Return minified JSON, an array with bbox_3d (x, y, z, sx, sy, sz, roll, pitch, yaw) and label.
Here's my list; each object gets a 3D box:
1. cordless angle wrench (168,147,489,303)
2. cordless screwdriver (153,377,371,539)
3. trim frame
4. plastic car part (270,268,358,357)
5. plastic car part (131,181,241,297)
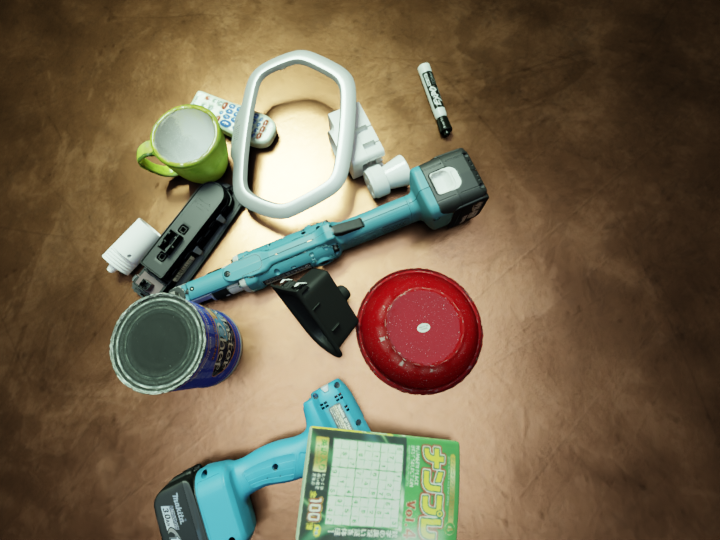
[{"bbox_3d":[-0.054,-0.035,0.553,0.425,0.095,0.076,-22,76,3],"label":"cordless angle wrench"},{"bbox_3d":[-0.090,0.253,0.479,0.247,0.073,0.163,-28,75,-7],"label":"cordless screwdriver"},{"bbox_3d":[-0.098,-0.191,0.584,0.189,0.027,0.250,2,82,15],"label":"trim frame"},{"bbox_3d":[-0.045,0.043,0.530,0.070,0.069,0.112,-47,117,-22],"label":"plastic car part"},{"bbox_3d":[-0.242,-0.048,0.584,0.069,0.065,0.203,31,77,17],"label":"plastic car part"}]
